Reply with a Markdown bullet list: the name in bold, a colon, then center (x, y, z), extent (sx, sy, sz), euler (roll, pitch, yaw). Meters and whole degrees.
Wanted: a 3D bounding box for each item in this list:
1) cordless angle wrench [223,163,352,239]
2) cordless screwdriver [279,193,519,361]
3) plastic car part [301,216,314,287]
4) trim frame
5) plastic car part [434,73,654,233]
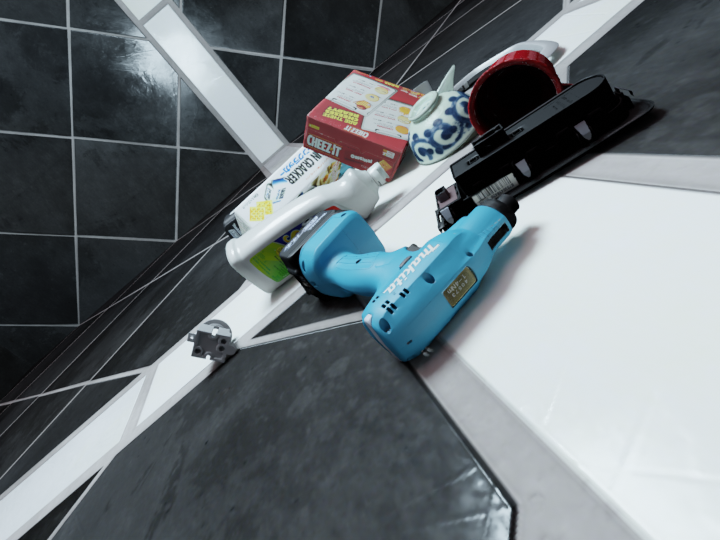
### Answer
- **cordless angle wrench**: center (-0.111, -0.195, 0.937), extent (0.424, 0.095, 0.077), euler (-35, 20, 3)
- **cordless screwdriver**: center (0.022, -0.020, 0.422), extent (0.158, 0.071, 0.260), euler (-46, 27, -12)
- **plastic car part**: center (-0.056, -0.037, 0.574), extent (0.116, 0.068, 0.069), euler (-45, 23, -3)
- **trim frame**: center (0.219, -0.317, 0.704), extent (0.187, 0.026, 0.255), euler (-33, 26, 17)
- **plastic car part**: center (0.153, -0.114, 0.403), extent (0.207, 0.065, 0.067), euler (-27, 17, 24)
